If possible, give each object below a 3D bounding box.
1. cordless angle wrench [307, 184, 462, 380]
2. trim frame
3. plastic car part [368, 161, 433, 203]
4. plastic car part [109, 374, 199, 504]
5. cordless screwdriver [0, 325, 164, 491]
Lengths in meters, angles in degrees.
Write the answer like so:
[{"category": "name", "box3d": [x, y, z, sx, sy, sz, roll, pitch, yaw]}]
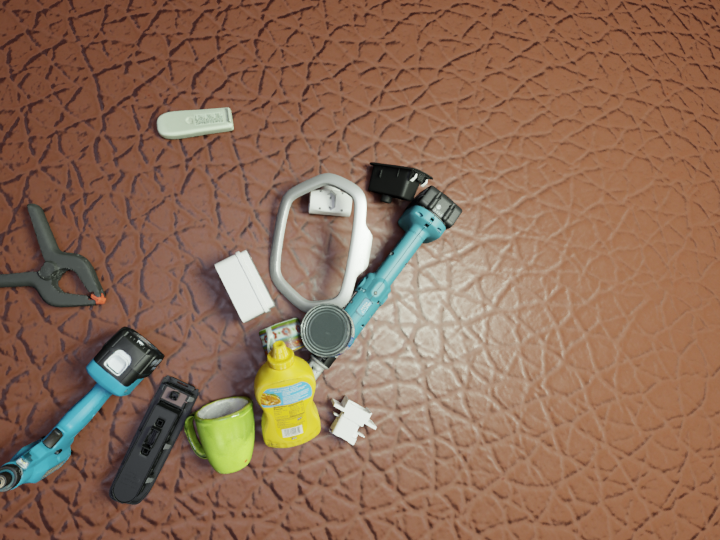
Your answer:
[{"category": "cordless angle wrench", "box3d": [0.021, 0.036, 0.751, 0.074, 0.099, 0.422, 38, 81, -6]}, {"category": "trim frame", "box3d": [-0.073, -0.048, 0.743, 0.191, 0.026, 0.248, 9, 89, 23]}, {"category": "plastic car part", "box3d": [0.063, -0.160, 0.793, 0.062, 0.123, 0.071, 13, 93, -47]}, {"category": "plastic car part", "box3d": [-0.336, 0.281, 0.680, 0.065, 0.068, 0.203, 26, 80, -12]}, {"category": "cordless screwdriver", "box3d": [-0.416, 0.204, 0.633, 0.074, 0.160, 0.248, 39, 76, -4]}]
